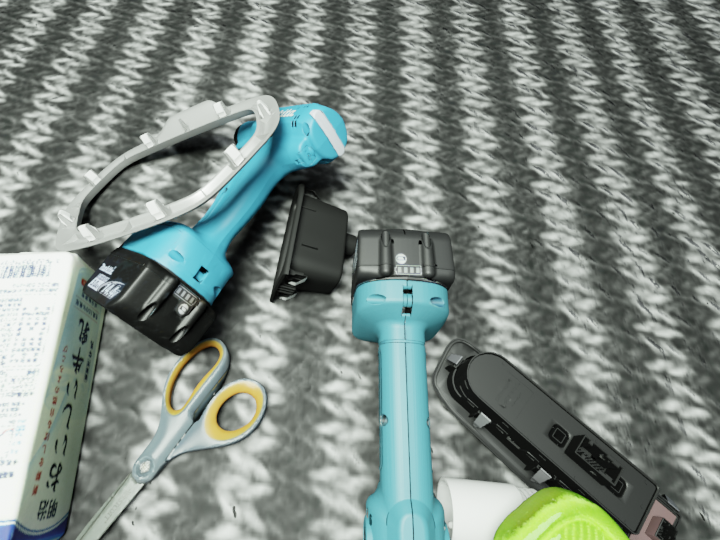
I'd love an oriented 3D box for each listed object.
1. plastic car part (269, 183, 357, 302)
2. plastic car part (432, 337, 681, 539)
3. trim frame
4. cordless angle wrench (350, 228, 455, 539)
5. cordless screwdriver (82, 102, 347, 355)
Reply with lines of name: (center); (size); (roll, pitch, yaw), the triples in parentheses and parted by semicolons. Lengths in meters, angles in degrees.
plastic car part: (-0.039, -0.026, 0.402); (0.069, 0.066, 0.119); (18, 59, -12)
plastic car part: (0.145, 0.133, 0.322); (0.211, 0.065, 0.066); (39, 74, 19)
trim frame: (-0.183, -0.096, 0.387); (0.256, 0.026, 0.188); (-14, 44, 22)
cordless angle wrench: (0.029, 0.177, 0.281); (0.074, 0.096, 0.432); (2, 66, -3)
cordless screwdriver: (-0.135, -0.057, 0.391); (0.168, 0.070, 0.248); (16, 64, 46)
